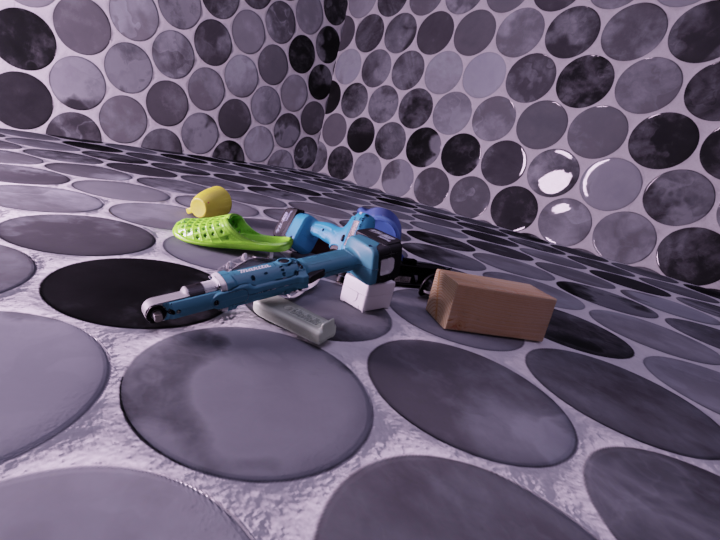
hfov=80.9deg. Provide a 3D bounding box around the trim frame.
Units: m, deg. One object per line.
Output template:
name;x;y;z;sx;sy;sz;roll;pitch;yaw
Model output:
trim frame;-0.171;0.003;0.830;0.187;0.027;0.247;16;14;6

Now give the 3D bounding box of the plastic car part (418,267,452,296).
plastic car part;0.181;0.044;0.916;0.074;0.065;0.112;37;28;24

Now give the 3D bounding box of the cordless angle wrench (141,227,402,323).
cordless angle wrench;-0.117;0.010;0.658;0.408;0.073;0.104;-15;29;-33

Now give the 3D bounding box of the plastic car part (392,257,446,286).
plastic car part;0.123;0.005;0.995;0.196;0.067;0.069;9;7;-22

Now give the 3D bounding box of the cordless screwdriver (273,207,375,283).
cordless screwdriver;-0.094;-0.062;0.962;0.262;0.160;0.070;11;-19;39
